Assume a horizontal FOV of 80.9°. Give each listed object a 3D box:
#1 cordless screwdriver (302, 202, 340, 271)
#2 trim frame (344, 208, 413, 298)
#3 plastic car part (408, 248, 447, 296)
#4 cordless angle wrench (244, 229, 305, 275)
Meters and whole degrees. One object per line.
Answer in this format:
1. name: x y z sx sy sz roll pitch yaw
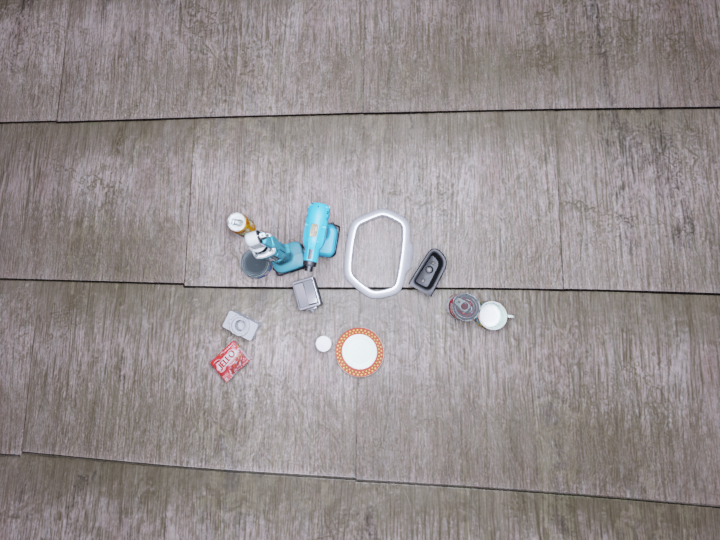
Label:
1. cordless screwdriver: -0.105 -0.068 1.070 0.075 0.245 0.160 9 85 2
2. trim frame: 0.051 -0.048 1.160 0.186 0.027 0.250 6 83 7
3. plastic car part: 0.181 0.003 1.117 0.067 0.070 0.116 29 87 6
4. cordless angle wrench: -0.201 -0.045 0.991 0.098 0.417 0.075 -17 86 0
